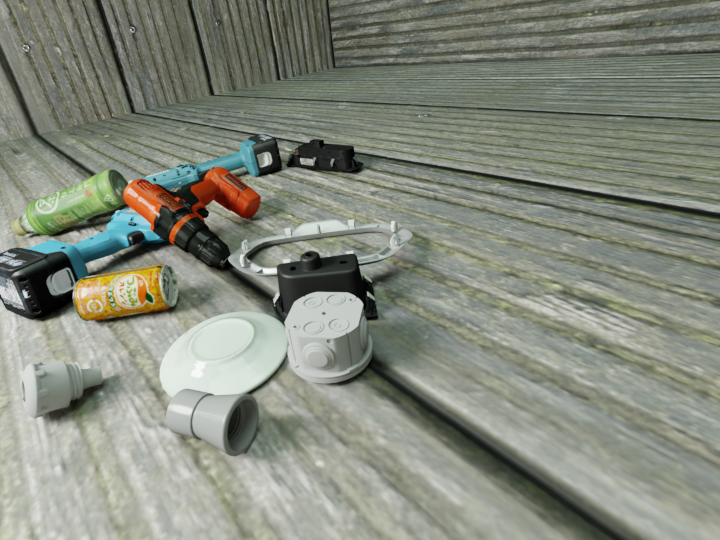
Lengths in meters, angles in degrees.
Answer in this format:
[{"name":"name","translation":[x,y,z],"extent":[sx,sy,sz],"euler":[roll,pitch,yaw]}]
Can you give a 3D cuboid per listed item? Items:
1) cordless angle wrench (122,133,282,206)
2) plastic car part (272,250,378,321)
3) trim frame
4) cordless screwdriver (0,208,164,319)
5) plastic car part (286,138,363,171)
[{"name":"cordless angle wrench","translation":[-0.379,-0.201,0.915],"extent":[0.414,0.072,0.103],"euler":[-24,33,-20]},{"name":"plastic car part","translation":[-0.043,0.013,0.460],"extent":[0.117,0.069,0.068],"euler":[-4,28,2]},{"name":"trim frame","translation":[-0.056,-0.036,0.569],"extent":[0.250,0.027,0.188],"euler":[-9,20,2]},{"name":"cordless screwdriver","translation":[-0.372,-0.026,0.613],"extent":[0.165,0.072,0.246],"euler":[6,29,22]},{"name":"plastic car part","translation":[-0.079,-0.256,0.937],"extent":[0.214,0.065,0.064],"euler":[22,33,38]}]
